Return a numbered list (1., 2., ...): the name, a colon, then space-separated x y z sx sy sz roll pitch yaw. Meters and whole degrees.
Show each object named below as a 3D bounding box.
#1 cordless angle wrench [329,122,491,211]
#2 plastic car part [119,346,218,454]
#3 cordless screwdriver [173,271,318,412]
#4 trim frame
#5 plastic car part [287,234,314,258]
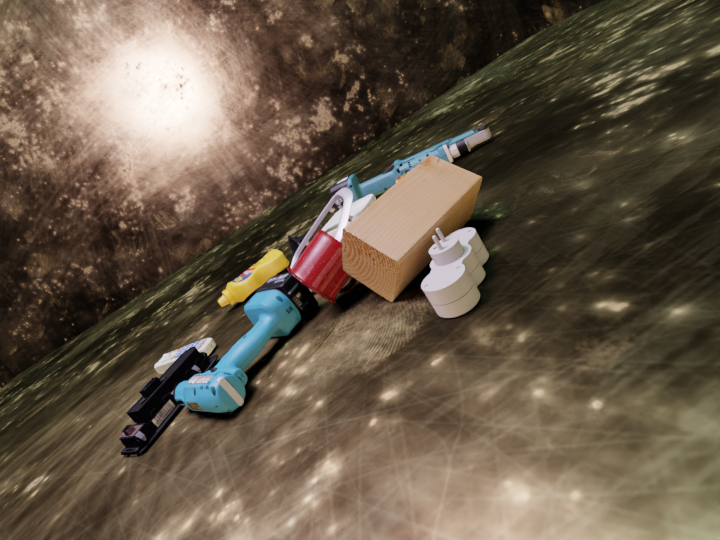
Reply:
1. cordless angle wrench: 0.121 -0.259 1.088 0.434 0.095 0.074 -20 19 24
2. plastic car part: -0.315 0.197 0.690 0.068 0.066 0.201 -31 13 35
3. cordless screwdriver: -0.183 0.112 0.666 0.165 0.072 0.248 -17 28 42
4. trim frame: -0.081 -0.053 0.825 0.249 0.026 0.191 -54 27 28
5. plastic car part: -0.130 -0.061 1.044 0.070 0.064 0.121 -23 17 -18
